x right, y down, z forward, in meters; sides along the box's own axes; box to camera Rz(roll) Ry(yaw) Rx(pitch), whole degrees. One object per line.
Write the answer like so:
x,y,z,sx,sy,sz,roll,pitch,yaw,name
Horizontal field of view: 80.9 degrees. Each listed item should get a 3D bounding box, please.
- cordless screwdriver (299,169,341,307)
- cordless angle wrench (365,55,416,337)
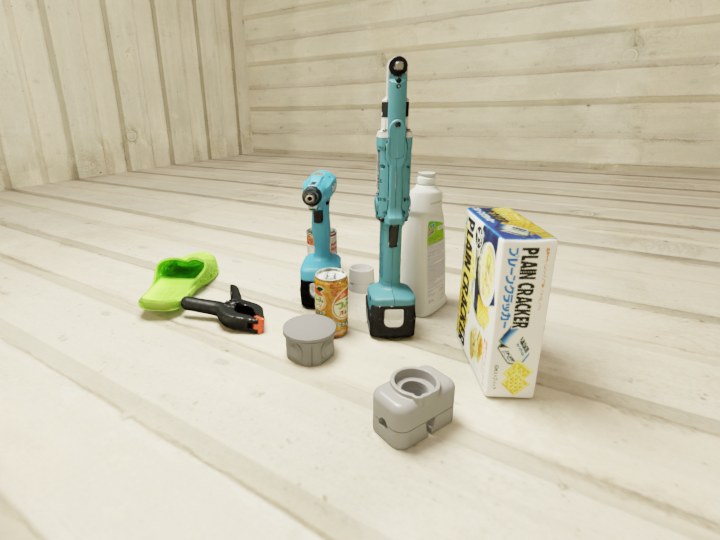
-0.075,-0.049,0.764,0.075,0.244,0.160,2,19,4,cordless screwdriver
0.050,-0.101,0.654,0.074,0.414,0.100,-1,19,-2,cordless angle wrench
